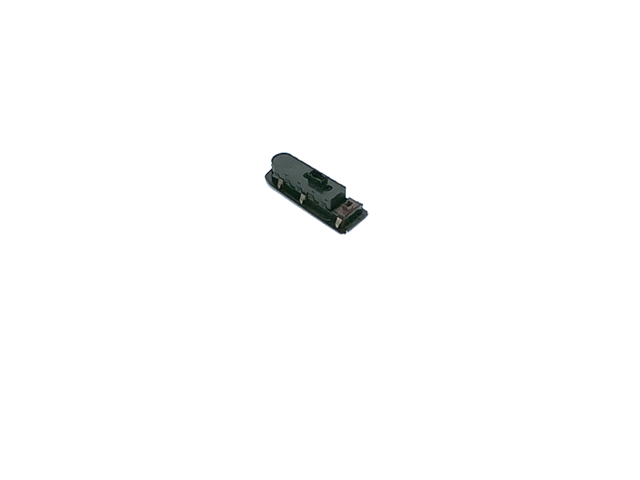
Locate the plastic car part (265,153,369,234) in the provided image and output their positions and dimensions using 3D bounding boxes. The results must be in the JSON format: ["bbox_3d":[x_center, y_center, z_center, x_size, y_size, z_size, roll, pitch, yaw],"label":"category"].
[{"bbox_3d":[-0.018,-0.089,0.708,0.204,0.066,0.067,33,-25,31],"label":"plastic car part"}]
